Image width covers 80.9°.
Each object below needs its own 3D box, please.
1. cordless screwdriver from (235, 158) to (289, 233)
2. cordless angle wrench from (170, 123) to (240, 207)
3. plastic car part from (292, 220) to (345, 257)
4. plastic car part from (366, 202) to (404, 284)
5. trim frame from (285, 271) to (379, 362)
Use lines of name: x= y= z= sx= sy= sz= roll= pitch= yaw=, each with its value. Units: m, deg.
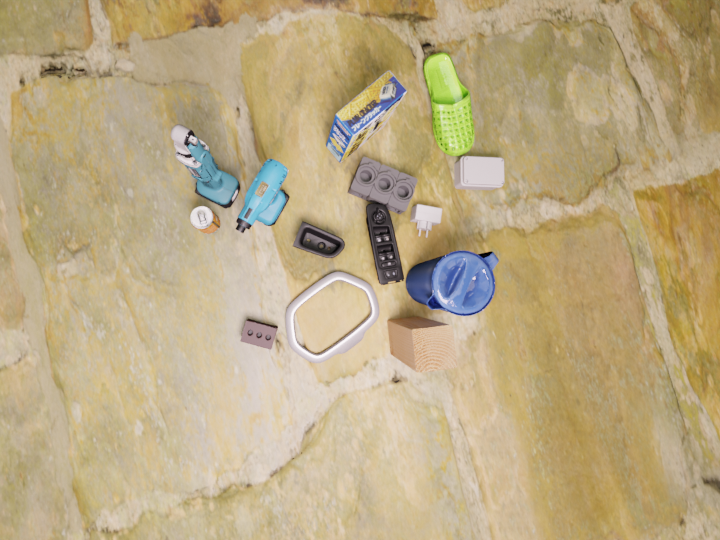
cordless screwdriver: x=-0.220 y=-0.143 z=0.942 sx=0.074 sy=0.251 sz=0.159 roll=30 pitch=83 yaw=-8
cordless angle wrench: x=-0.315 y=-0.207 z=0.852 sx=0.097 sy=0.427 sz=0.074 roll=27 pitch=84 yaw=-8
plastic car part: x=-0.101 y=-0.066 z=1.035 sx=0.116 sy=0.071 sz=0.066 roll=22 pitch=84 yaw=-4
plastic car part: x=0.054 y=-0.068 z=1.051 sx=0.066 sy=0.067 sz=0.204 roll=-10 pitch=86 yaw=-8
trim frame: x=-0.071 y=0.116 z=1.044 sx=0.247 sy=0.027 sz=0.184 roll=-38 pitch=89 yaw=-7
